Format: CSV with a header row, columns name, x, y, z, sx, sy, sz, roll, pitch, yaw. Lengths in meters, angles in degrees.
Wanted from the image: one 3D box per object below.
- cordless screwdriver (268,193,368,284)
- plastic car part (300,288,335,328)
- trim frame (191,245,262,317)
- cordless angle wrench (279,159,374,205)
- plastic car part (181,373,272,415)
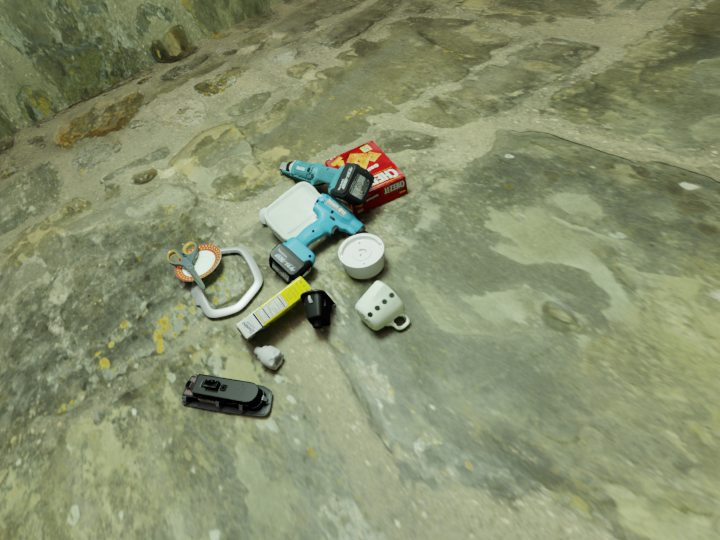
name,x,y,z,sx,sy,sz,roll,pitch,yaw
cordless screwdriver,-0.103,-0.068,1.056,0.162,0.073,0.247,36,66,7
plastic car part,-0.092,0.089,0.905,0.067,0.112,0.072,-8,71,6
trim frame,-0.353,0.023,1.095,0.182,0.026,0.262,-30,49,-11
cordless angle wrench,-0.128,-0.276,1.214,0.447,0.070,0.098,28,94,50
plastic car part,-0.273,0.242,0.851,0.209,0.064,0.067,5,43,18
